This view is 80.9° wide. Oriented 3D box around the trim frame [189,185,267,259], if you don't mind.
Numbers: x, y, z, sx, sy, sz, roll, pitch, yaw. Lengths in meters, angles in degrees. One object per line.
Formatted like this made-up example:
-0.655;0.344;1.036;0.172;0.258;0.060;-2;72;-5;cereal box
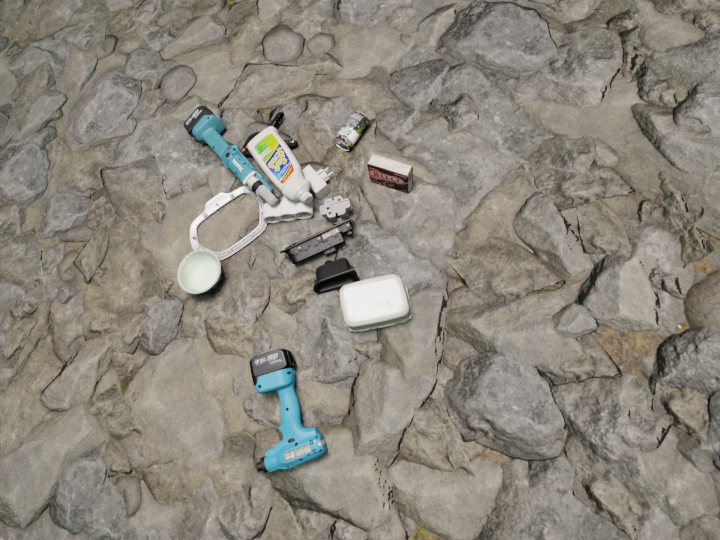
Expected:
-0.370;-0.136;1.183;0.249;0.026;0.192;-36;66;1;trim frame

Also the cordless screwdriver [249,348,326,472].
-0.191;0.314;0.958;0.160;0.072;0.256;-24;71;4;cordless screwdriver

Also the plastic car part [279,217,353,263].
-0.106;-0.069;1.082;0.204;0.066;0.067;-20;95;4;plastic car part

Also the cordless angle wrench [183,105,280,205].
-0.359;-0.317;1.196;0.098;0.071;0.443;-46;63;5;cordless angle wrench

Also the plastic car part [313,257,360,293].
-0.067;0.005;1.047;0.118;0.063;0.073;-15;55;10;plastic car part
